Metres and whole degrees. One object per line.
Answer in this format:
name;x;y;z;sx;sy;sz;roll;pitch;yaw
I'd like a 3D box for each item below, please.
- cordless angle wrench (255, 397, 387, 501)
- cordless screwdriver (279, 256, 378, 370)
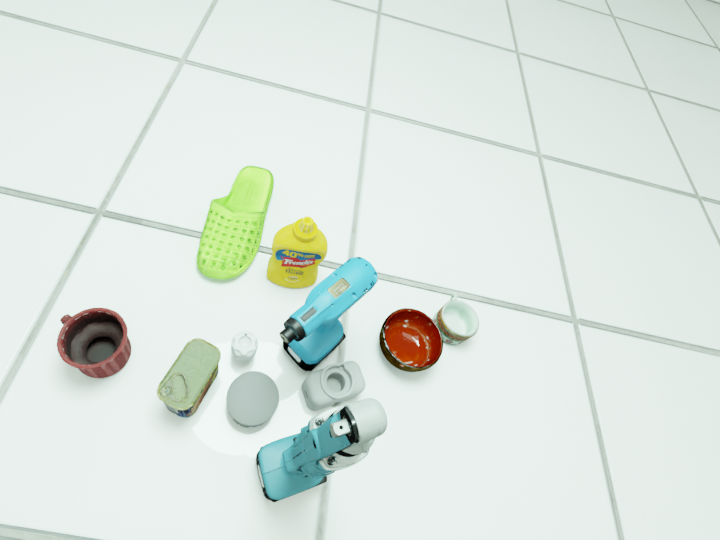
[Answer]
cordless angle wrench;-0.050;0.201;0.472;0.095;0.420;0.077;-11;65;-23
cordless screwdriver;-0.071;0.087;0.642;0.076;0.247;0.156;45;58;10
